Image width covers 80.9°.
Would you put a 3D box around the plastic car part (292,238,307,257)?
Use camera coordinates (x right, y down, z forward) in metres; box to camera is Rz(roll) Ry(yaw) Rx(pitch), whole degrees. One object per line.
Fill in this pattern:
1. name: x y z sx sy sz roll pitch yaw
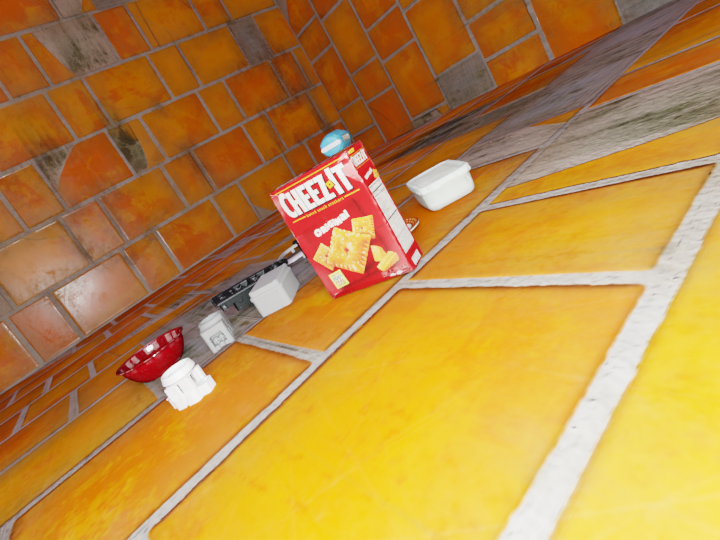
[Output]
1. plastic car part: -0.102 -0.067 1.042 0.120 0.069 0.065 -22 17 31

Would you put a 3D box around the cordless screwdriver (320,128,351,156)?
1. cordless screwdriver: 0.000 -0.214 0.984 0.076 0.243 0.159 -26 14 22

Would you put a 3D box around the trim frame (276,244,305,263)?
1. trim frame: -0.148 -0.077 1.225 0.245 0.027 0.191 -37 17 -17

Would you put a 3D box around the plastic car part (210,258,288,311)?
1. plastic car part: -0.247 0.040 0.996 0.200 0.065 0.069 -37 15 -18
